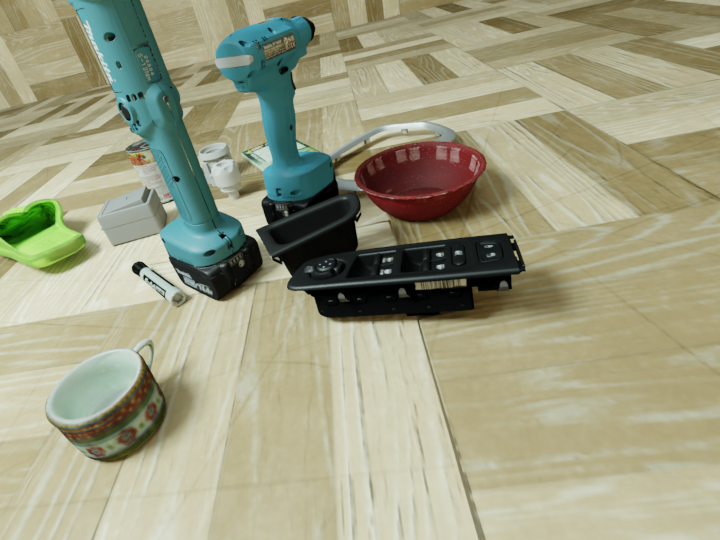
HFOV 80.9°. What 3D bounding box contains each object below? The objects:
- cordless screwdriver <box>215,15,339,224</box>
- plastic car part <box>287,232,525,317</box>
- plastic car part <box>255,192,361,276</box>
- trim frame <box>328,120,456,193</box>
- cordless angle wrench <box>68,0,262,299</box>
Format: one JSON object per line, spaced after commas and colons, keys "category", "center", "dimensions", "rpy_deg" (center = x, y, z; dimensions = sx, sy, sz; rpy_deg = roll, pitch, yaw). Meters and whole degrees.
{"category": "cordless screwdriver", "center": [-0.083, -0.183, 0.538], "dimensions": [0.078, 0.239, 0.158], "rpy_deg": [9, 40, 27]}
{"category": "plastic car part", "center": [0.035, 0.009, 0.388], "dimensions": [0.208, 0.064, 0.067], "rpy_deg": [-2, 36, 16]}
{"category": "plastic car part", "center": [-0.045, -0.030, 0.465], "dimensions": [0.115, 0.068, 0.069], "rpy_deg": [-23, 36, -13]}
{"category": "trim frame", "center": [0.041, -0.188, 0.683], "dimensions": [0.244, 0.026, 0.195], "rpy_deg": [-37, 42, -29]}
{"category": "cordless angle wrench", "center": [-0.201, -0.159, 0.402], "dimensions": [0.103, 0.407, 0.073], "rpy_deg": [17, 43, 35]}
